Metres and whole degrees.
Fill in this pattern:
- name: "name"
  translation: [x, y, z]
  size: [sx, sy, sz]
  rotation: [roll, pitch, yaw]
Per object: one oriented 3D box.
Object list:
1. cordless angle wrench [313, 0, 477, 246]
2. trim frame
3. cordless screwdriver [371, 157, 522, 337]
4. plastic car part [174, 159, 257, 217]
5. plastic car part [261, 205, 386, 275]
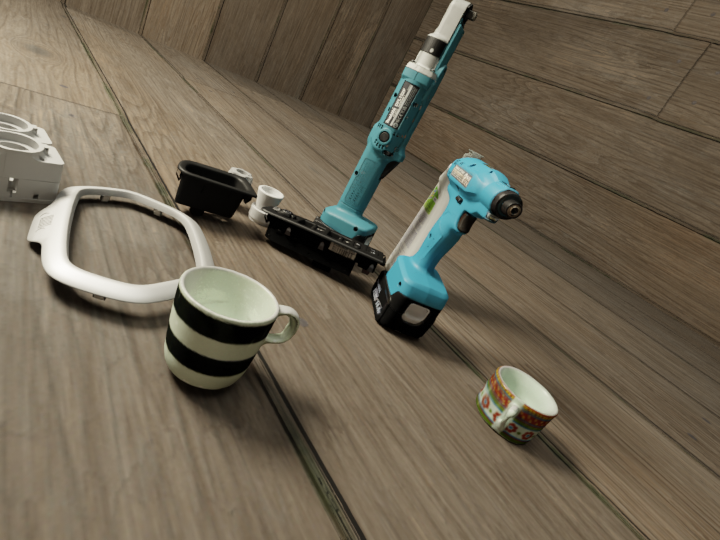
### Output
- name: "cordless angle wrench"
  translation: [0.047, -0.207, 0.667]
  size: [0.101, 0.421, 0.072]
  rotation: [35, 22, 15]
- name: "trim frame"
  translation: [-0.259, -0.037, 0.473]
  size: [0.175, 0.027, 0.262]
  rotation: [11, 27, -35]
- name: "cordless screwdriver"
  translation: [0.107, -0.020, 0.552]
  size: [0.072, 0.248, 0.164]
  rotation: [23, 22, -17]
- name: "plastic car part"
  translation: [-0.224, -0.113, 0.625]
  size: [0.111, 0.070, 0.070]
  rotation: [9, 28, -38]
- name: "plastic car part"
  translation: [-0.064, -0.042, 0.651]
  size: [0.204, 0.067, 0.066]
  rotation: [28, 22, 2]
